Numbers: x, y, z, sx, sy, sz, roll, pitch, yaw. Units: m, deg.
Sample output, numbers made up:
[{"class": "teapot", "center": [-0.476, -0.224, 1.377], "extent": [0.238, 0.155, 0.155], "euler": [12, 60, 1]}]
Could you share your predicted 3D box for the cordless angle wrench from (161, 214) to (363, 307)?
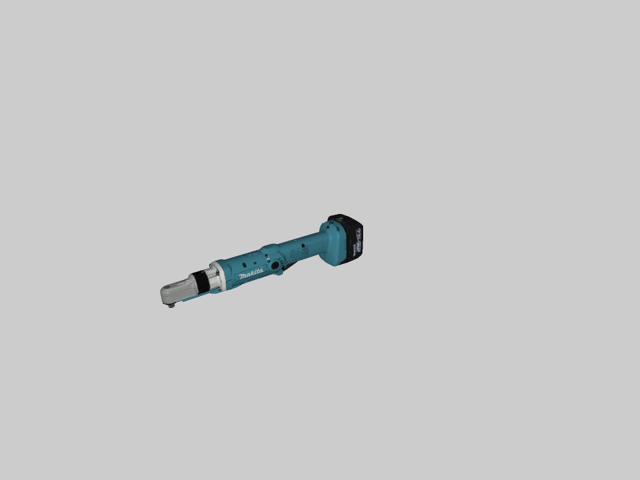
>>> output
[{"class": "cordless angle wrench", "center": [-0.100, 0.042, 0.835], "extent": [0.422, 0.098, 0.074], "euler": [-17, 30, -31]}]
